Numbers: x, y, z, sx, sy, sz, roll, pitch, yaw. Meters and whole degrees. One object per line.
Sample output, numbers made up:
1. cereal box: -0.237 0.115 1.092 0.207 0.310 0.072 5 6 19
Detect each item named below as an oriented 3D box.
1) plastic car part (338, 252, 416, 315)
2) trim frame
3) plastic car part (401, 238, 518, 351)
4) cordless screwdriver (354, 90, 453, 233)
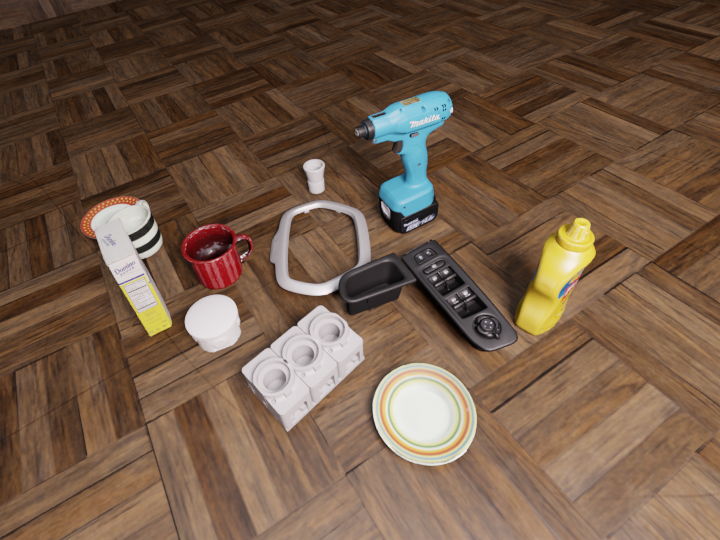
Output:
1. plastic car part: 0.018 0.032 0.664 0.115 0.068 0.069 -23 50 -14
2. trim frame: -0.076 -0.050 0.778 0.185 0.026 0.257 -6 48 1
3. plastic car part: 0.143 0.046 0.639 0.065 0.064 0.214 -24 50 -17
4. cordless screwdriver: 0.067 -0.173 0.728 0.157 0.240 0.078 -21 50 -15
